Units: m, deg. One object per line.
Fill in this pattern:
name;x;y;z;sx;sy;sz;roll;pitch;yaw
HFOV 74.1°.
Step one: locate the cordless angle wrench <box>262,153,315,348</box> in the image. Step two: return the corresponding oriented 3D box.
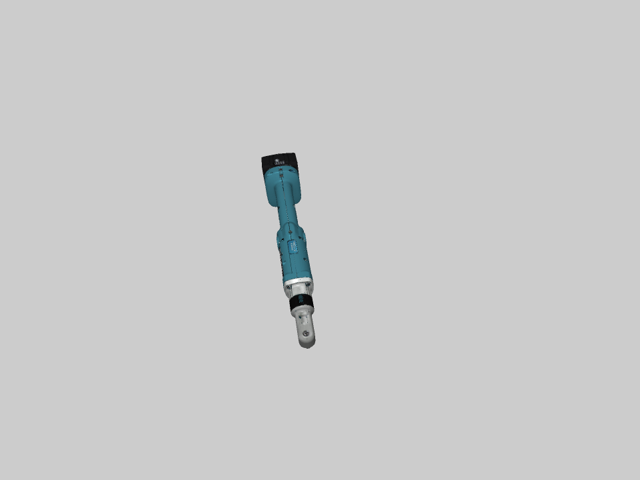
cordless angle wrench;-0.054;0.002;0.796;0.074;0.421;0.098;-9;-38;-4
